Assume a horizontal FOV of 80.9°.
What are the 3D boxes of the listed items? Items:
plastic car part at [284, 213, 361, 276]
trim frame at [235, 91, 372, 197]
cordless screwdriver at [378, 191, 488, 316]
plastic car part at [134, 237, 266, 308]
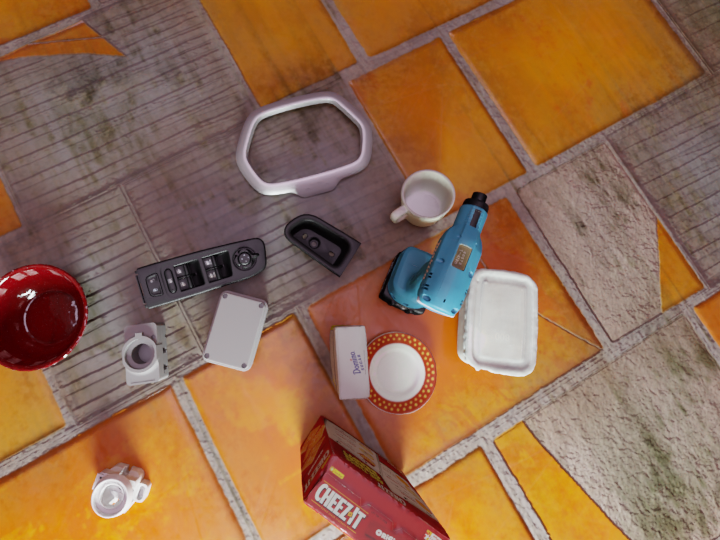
[{"bbox_3d":[-0.069,-0.045,0.701,0.117,0.071,0.066,33,80,1],"label":"plastic car part"},{"bbox_3d":[-0.100,-0.224,0.754,0.246,0.027,0.186,-16,81,-6],"label":"trim frame"},{"bbox_3d":[0.105,-0.013,0.615,0.074,0.249,0.159,25,80,-4],"label":"cordless screwdriver"},{"bbox_3d":[-0.248,0.002,0.685,0.201,0.067,0.067,-18,84,-6],"label":"plastic car part"}]
